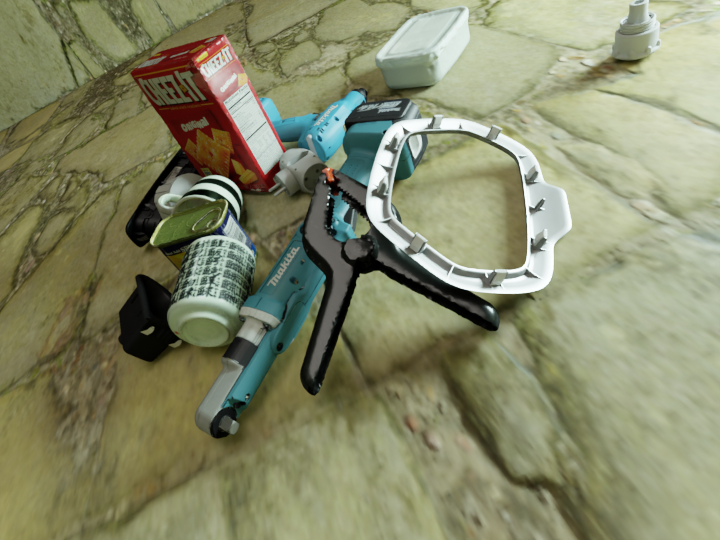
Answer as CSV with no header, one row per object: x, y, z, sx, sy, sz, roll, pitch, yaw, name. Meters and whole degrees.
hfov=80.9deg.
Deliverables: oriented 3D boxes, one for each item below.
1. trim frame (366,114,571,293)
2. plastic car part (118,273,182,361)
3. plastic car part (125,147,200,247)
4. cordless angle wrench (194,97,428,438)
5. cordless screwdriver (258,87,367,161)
0.103,-0.081,0.404,0.185,0.027,0.252,16,48,2,trim frame
-0.251,0.062,0.493,0.071,0.062,0.123,-52,41,-4,plastic car part
-0.310,-0.117,0.700,0.068,0.064,0.205,14,51,6,plastic car part
-0.045,-0.029,0.456,0.103,0.070,0.424,7,56,34,cordless angle wrench
-0.117,-0.254,0.714,0.262,0.071,0.159,13,56,33,cordless screwdriver
